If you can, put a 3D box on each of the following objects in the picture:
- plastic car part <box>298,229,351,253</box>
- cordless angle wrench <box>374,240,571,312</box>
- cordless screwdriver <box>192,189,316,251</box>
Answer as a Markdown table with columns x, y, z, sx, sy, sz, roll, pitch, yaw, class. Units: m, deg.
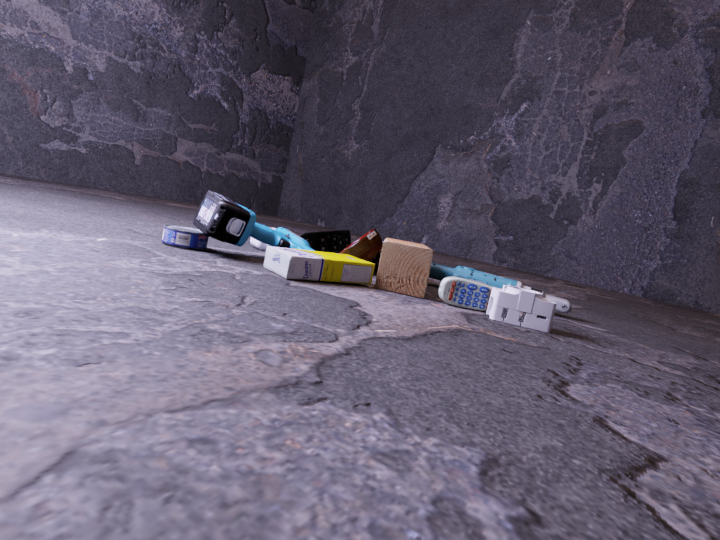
| x | y | z | sx | sy | sz | roll | pitch | yaw | class |
| --- | --- | --- | --- | --- | --- | --- | --- | --- | --- |
| -0.102 | -0.067 | 1.045 | 0.070 | 0.066 | 0.195 | 8 | 11 | 33 | plastic car part |
| 0.234 | 0.019 | 0.944 | 0.441 | 0.074 | 0.094 | 16 | 8 | 23 | cordless angle wrench |
| -0.194 | -0.070 | 0.841 | 0.169 | 0.074 | 0.235 | 30 | 5 | 42 | cordless screwdriver |
